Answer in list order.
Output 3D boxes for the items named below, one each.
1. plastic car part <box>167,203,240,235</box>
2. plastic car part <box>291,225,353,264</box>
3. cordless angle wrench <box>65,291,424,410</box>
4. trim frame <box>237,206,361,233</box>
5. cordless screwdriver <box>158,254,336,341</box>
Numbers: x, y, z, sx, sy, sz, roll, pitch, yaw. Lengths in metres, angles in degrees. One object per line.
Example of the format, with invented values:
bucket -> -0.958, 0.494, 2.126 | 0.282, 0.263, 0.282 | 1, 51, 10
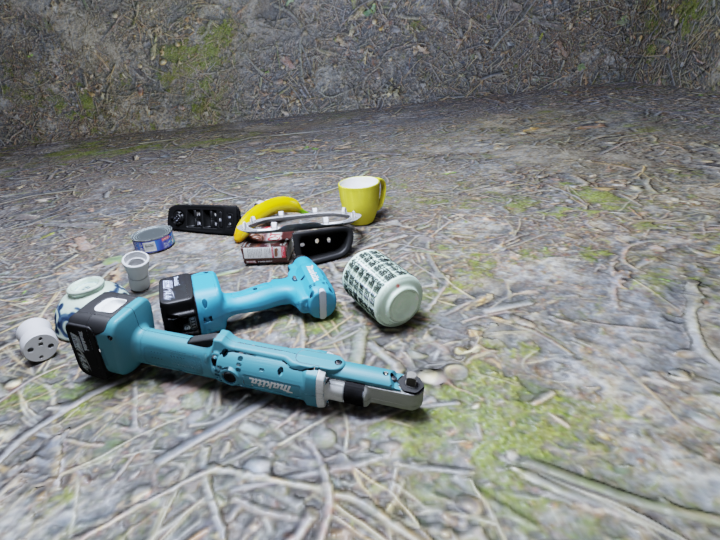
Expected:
plastic car part -> -0.357, -0.124, 0.981 | 0.209, 0.065, 0.066 | 4, 18, 18
plastic car part -> -0.078, -0.051, 0.799 | 0.113, 0.065, 0.074 | -13, 13, -22
cordless angle wrench -> -0.143, 0.105, 0.494 | 0.435, 0.095, 0.074 | 7, 28, 16
trim frame -> -0.122, -0.102, 0.843 | 0.247, 0.027, 0.188 | -5, 17, -5
cordless screwdriver -> -0.174, 0.030, 0.648 | 0.244, 0.072, 0.166 | -9, 27, -14
